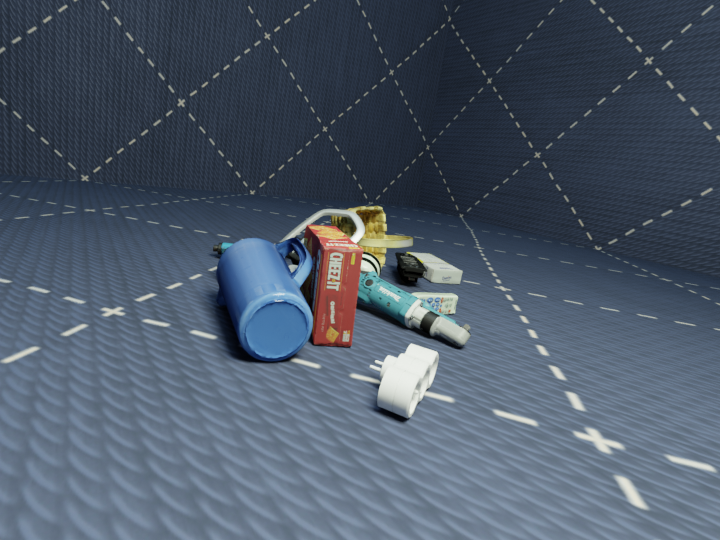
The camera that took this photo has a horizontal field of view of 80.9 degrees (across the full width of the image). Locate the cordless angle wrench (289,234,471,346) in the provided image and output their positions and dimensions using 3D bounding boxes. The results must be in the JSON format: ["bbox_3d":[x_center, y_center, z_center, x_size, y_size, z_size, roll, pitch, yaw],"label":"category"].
[{"bbox_3d":[0.024,0.038,0.859,0.447,0.071,0.097,28,66,37],"label":"cordless angle wrench"}]

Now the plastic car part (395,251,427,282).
[{"bbox_3d":[0.131,-0.007,1.147,0.066,0.066,0.206,1,17,-1],"label":"plastic car part"}]

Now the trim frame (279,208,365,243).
[{"bbox_3d":[-0.103,-0.068,1.058,0.246,0.026,0.195,-40,50,-15],"label":"trim frame"}]

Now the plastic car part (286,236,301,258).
[{"bbox_3d":[-0.146,-0.049,1.207,0.123,0.066,0.067,21,3,34],"label":"plastic car part"}]

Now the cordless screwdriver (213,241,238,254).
[{"bbox_3d":[-0.293,-0.031,1.019,0.157,0.074,0.254,6,10,-8],"label":"cordless screwdriver"}]
